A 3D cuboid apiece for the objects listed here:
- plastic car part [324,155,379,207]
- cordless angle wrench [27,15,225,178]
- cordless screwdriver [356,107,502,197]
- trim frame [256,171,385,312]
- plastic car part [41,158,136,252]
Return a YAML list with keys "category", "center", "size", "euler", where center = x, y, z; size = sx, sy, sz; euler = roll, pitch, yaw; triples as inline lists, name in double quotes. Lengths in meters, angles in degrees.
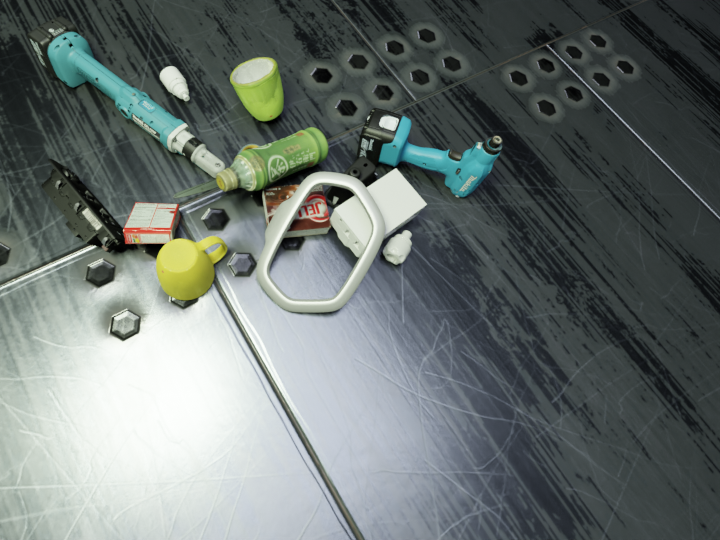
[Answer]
- category: "plastic car part"
  center: [-0.013, -0.170, 0.793]
  size: [0.067, 0.070, 0.115]
  euler: [42, 64, 7]
- category: "cordless angle wrench"
  center: [-0.418, -0.306, 0.782]
  size: [0.426, 0.097, 0.074]
  euler: [37, 63, 4]
- category: "cordless screwdriver"
  center: [0.125, -0.232, 0.793]
  size: [0.250, 0.157, 0.075]
  euler: [22, 66, 2]
- category: "trim frame"
  center: [-0.069, -0.045, 0.705]
  size: [0.185, 0.027, 0.248]
  euler: [29, 93, 4]
- category: "plastic car part"
  center: [-0.462, -0.100, 0.705]
  size: [0.067, 0.065, 0.207]
  euler: [-41, 79, 4]
